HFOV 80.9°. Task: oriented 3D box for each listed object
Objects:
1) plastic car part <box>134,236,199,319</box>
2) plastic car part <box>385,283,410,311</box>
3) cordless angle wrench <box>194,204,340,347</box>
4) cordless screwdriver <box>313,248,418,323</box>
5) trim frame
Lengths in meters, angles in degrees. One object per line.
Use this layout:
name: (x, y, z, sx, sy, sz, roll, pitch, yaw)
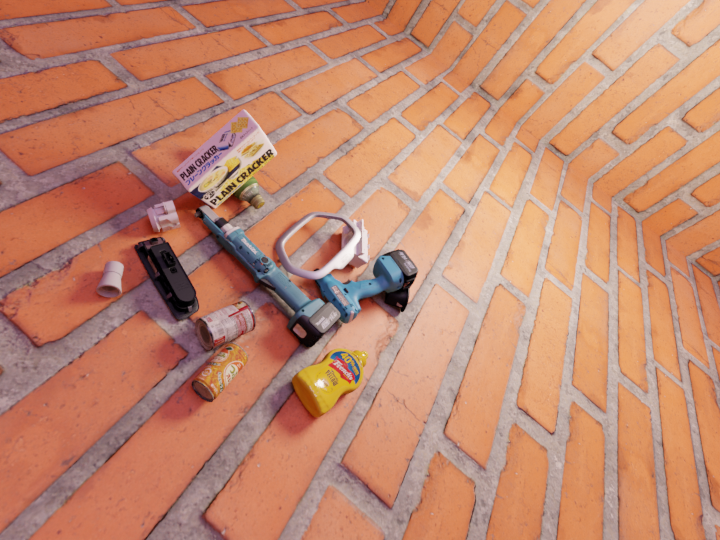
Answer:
plastic car part: (-0.394, 0.005, 0.881, 0.064, 0.068, 0.208, -16, 67, -48)
plastic car part: (0.094, 0.048, 1.146, 0.071, 0.065, 0.118, 15, 50, -3)
cordless angle wrench: (-0.231, -0.007, 0.983, 0.431, 0.074, 0.096, 43, 44, 10)
cordless screwdriver: (0.011, 0.018, 1.076, 0.243, 0.073, 0.167, -25, 59, -25)
trim frame: (-0.107, -0.070, 1.095, 0.191, 0.027, 0.246, 29, 52, 19)
